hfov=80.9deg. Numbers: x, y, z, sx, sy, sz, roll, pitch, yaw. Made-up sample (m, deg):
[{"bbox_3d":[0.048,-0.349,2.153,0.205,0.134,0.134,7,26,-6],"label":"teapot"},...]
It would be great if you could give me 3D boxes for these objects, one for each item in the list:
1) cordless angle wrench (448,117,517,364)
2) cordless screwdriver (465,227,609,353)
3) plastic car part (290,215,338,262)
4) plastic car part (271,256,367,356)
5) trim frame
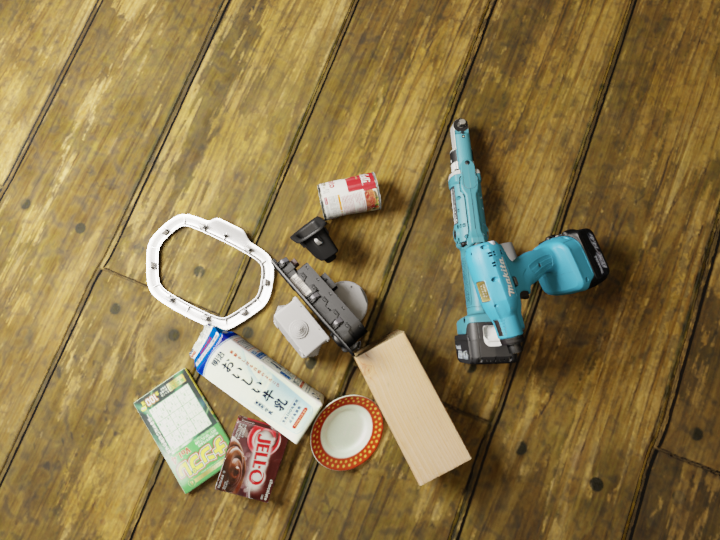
[{"bbox_3d":[0.189,-0.061,0.722,0.074,0.096,0.429,-3,77,-1],"label":"cordless angle wrench"},{"bbox_3d":[0.278,0.022,0.650,0.240,0.076,0.161,-11,79,-29],"label":"cordless screwdriver"},{"bbox_3d":[-0.071,-0.046,0.725,0.066,0.120,0.069,-39,109,-4],"label":"plastic car part"},{"bbox_3d":[-0.060,0.050,0.678,0.066,0.064,0.211,-34,66,-14],"label":"plastic car part"},{"bbox_3d":[-0.277,-0.002,0.766,0.253,0.027,0.184,26,83,8],"label":"trim frame"}]
